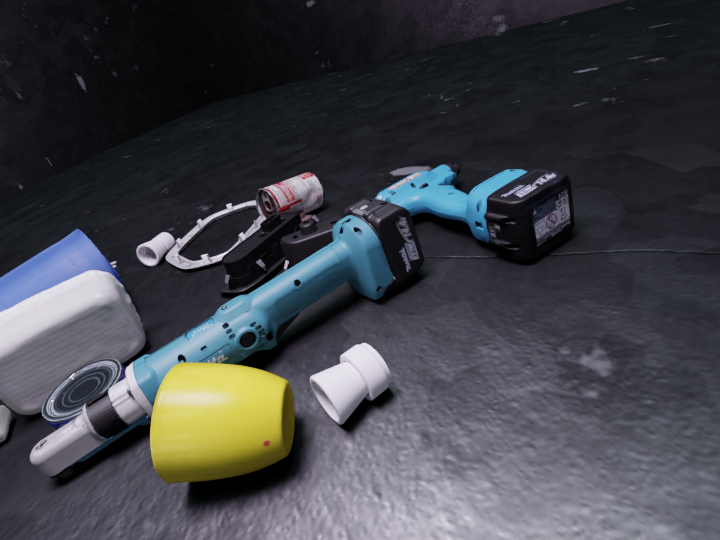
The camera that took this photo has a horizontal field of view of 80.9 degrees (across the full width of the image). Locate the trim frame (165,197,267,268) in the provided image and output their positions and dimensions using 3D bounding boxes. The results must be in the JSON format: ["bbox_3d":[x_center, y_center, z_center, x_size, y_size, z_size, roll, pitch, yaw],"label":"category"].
[{"bbox_3d":[-0.251,-0.076,0.780,0.190,0.026,0.250,-5,32,20],"label":"trim frame"}]

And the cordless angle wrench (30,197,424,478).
[{"bbox_3d":[-0.121,0.061,0.435,0.417,0.094,0.078,-33,29,-17],"label":"cordless angle wrench"}]

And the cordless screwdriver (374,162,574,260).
[{"bbox_3d":[0.150,-0.098,0.558,0.156,0.072,0.262,-33,30,-23],"label":"cordless screwdriver"}]

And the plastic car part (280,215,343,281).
[{"bbox_3d":[-0.056,-0.036,0.569,0.116,0.068,0.069,-18,28,-6],"label":"plastic car part"}]

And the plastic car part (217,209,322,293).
[{"bbox_3d":[-0.134,-0.039,0.628,0.069,0.064,0.201,11,44,30],"label":"plastic car part"}]
